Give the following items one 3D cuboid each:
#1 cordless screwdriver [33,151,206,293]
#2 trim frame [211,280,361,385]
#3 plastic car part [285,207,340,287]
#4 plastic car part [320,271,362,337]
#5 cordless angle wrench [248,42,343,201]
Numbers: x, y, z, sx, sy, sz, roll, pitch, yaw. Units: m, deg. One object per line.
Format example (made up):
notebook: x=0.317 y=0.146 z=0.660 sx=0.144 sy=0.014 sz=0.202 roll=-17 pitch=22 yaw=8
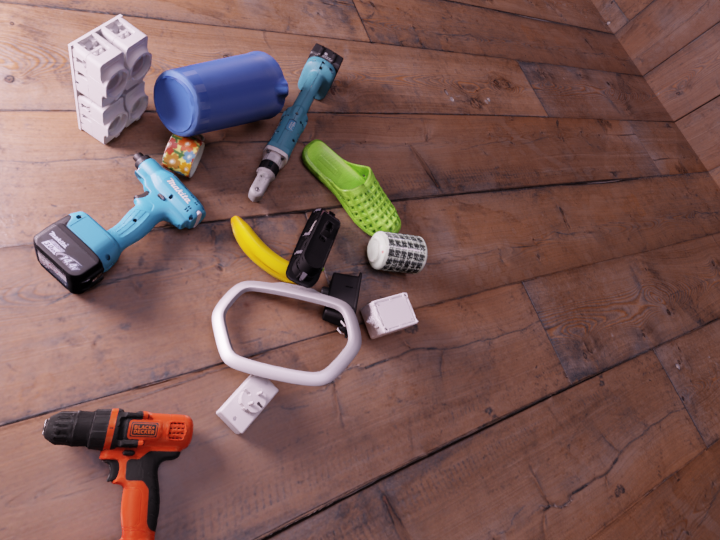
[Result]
cordless screwdriver: x=-0.389 y=-0.088 z=0.675 sx=0.160 sy=0.075 sz=0.245 roll=45 pitch=51 yaw=0
trim frame: x=-0.120 y=0.094 z=0.694 sx=0.249 sy=0.027 sz=0.188 roll=9 pitch=51 yaw=1
plastic car part: x=-0.077 y=-0.050 z=0.785 sx=0.064 sy=0.068 sz=0.205 roll=38 pitch=44 yaw=-18
plastic car part: x=-0.040 y=0.054 z=0.781 sx=0.070 sy=0.065 sz=0.119 roll=12 pitch=58 yaw=-6
cordless angle wrench: x=-0.142 y=-0.315 z=0.897 sx=0.073 sy=0.099 sz=0.427 roll=25 pitch=61 yaw=-12
